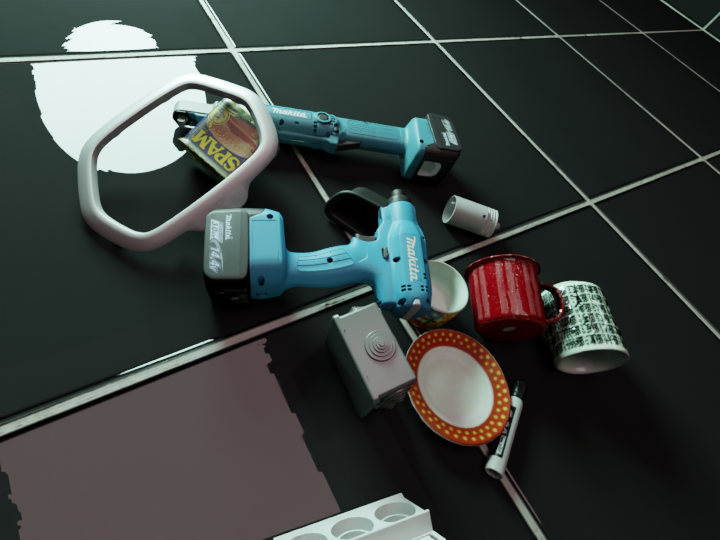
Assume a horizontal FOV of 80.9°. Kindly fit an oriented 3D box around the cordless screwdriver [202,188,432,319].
[{"bbox_3d":[-0.047,-0.031,0.480,0.246,0.073,0.163,3,62,-7],"label":"cordless screwdriver"}]

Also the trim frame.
[{"bbox_3d":[-0.215,-0.131,0.498,0.247,0.027,0.188,-42,80,-12],"label":"trim frame"}]

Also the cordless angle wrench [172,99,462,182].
[{"bbox_3d":[-0.060,-0.209,0.637,0.414,0.073,0.101,5,55,-13],"label":"cordless angle wrench"}]

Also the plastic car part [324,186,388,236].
[{"bbox_3d":[0.017,-0.080,0.582,0.119,0.065,0.070,34,37,9],"label":"plastic car part"}]
